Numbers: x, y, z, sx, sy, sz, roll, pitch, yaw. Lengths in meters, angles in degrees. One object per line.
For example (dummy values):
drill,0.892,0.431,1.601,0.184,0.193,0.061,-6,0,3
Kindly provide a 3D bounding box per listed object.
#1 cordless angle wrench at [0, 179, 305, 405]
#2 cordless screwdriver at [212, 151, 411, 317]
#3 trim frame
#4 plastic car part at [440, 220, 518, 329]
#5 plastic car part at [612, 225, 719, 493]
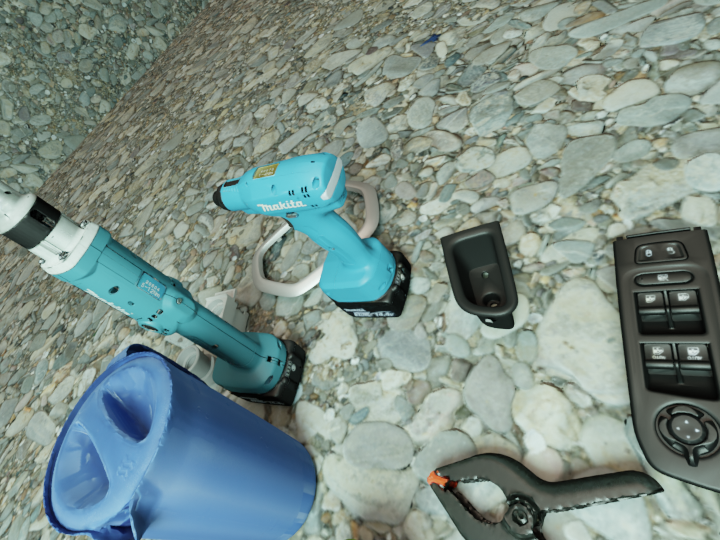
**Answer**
cordless angle wrench,-0.204,0.035,0.434,0.102,0.400,0.075,-7,53,30
cordless screwdriver,-0.049,-0.032,0.497,0.166,0.235,0.075,-2,56,33
trim frame,-0.075,-0.055,0.682,0.248,0.026,0.195,-43,44,-1
plastic car part,0.135,0.015,0.456,0.068,0.067,0.120,-19,49,21
plastic car part,0.252,0.066,0.341,0.069,0.063,0.206,-5,55,31
